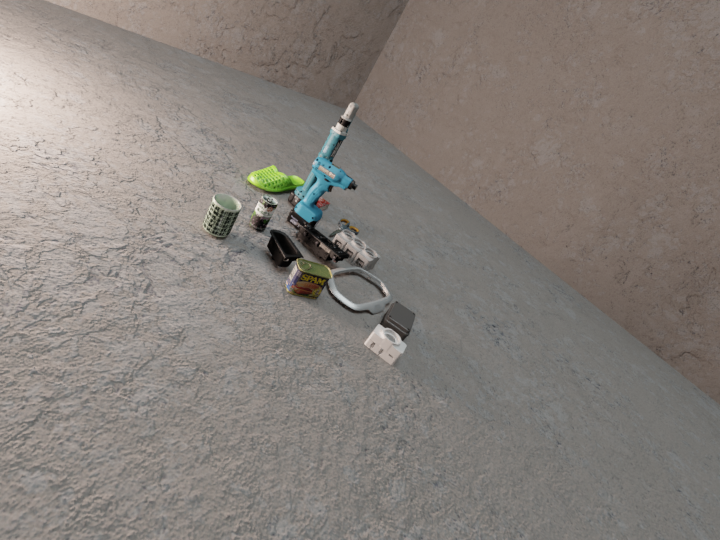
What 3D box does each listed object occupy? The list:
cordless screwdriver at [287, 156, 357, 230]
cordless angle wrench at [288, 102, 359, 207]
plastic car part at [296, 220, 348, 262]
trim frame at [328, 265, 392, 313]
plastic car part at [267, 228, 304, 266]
[{"bbox_3d":[-0.128,-0.233,1.399,0.161,0.248,0.074,35,26,4],"label":"cordless screwdriver"},{"bbox_3d":[-0.123,-0.397,1.494,0.077,0.422,0.094,45,28,22],"label":"cordless angle wrench"},{"bbox_3d":[-0.131,-0.086,1.344,0.212,0.067,0.064,43,28,24],"label":"plastic car part"},{"bbox_3d":[-0.002,0.055,1.275,0.193,0.027,0.238,45,30,26],"label":"trim frame"},{"bbox_3d":[-0.224,-0.053,1.189,0.063,0.071,0.123,2,39,-46],"label":"plastic car part"}]
